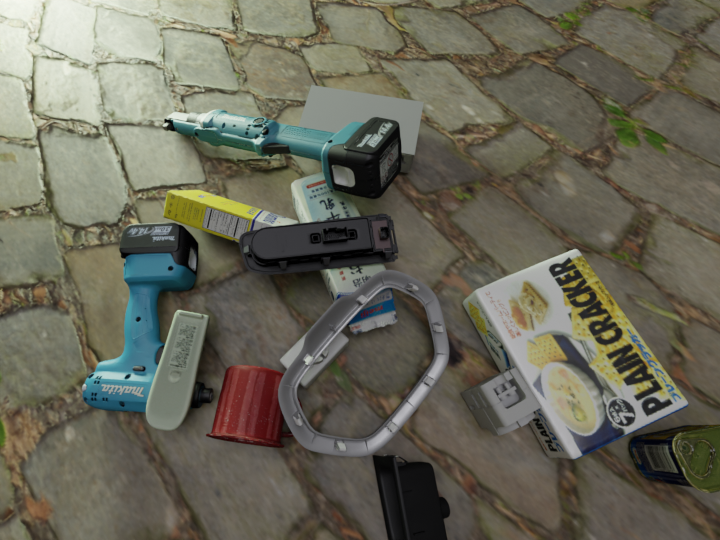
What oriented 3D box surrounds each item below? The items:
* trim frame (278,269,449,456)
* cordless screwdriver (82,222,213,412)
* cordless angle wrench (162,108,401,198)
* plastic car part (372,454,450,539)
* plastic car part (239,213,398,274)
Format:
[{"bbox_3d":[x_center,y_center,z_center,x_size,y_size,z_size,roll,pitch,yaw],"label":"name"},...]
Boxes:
[{"bbox_3d":[0.012,0.116,0.521,0.247,0.028,0.180,-46,102,-11],"label":"trim frame"},{"bbox_3d":[-0.266,0.061,0.577,0.160,0.073,0.253,2,70,2],"label":"cordless screwdriver"},{"bbox_3d":[-0.148,-0.203,0.644,0.443,0.071,0.097,19,52,27],"label":"cordless angle wrench"},{"bbox_3d":[0.065,0.269,0.483,0.069,0.066,0.120,-7,69,-19],"label":"plastic car part"},{"bbox_3d":[-0.052,-0.034,0.530,0.202,0.067,0.067,-7,86,-2],"label":"plastic car part"}]
